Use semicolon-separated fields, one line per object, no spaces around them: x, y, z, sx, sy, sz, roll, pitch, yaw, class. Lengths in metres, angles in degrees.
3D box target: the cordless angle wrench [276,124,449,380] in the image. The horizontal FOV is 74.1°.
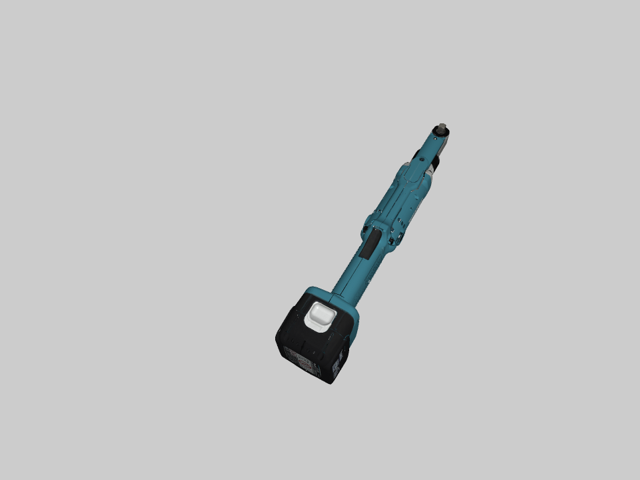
0.087;-0.014;0.582;0.074;0.421;0.098;25;-28;18;cordless angle wrench
